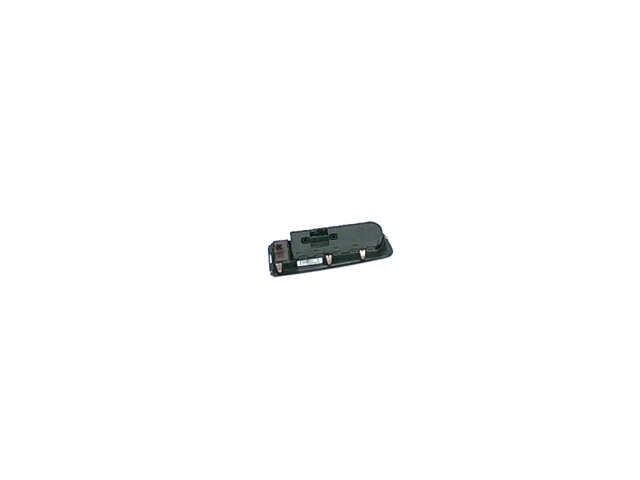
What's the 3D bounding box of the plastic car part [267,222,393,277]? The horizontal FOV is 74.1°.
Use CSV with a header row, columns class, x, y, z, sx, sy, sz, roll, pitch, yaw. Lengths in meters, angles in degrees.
class,x,y,z,sx,sy,sz,roll,pitch,yaw
plastic car part,0.016,0.005,0.686,0.203,0.067,0.066,-5,44,-7
